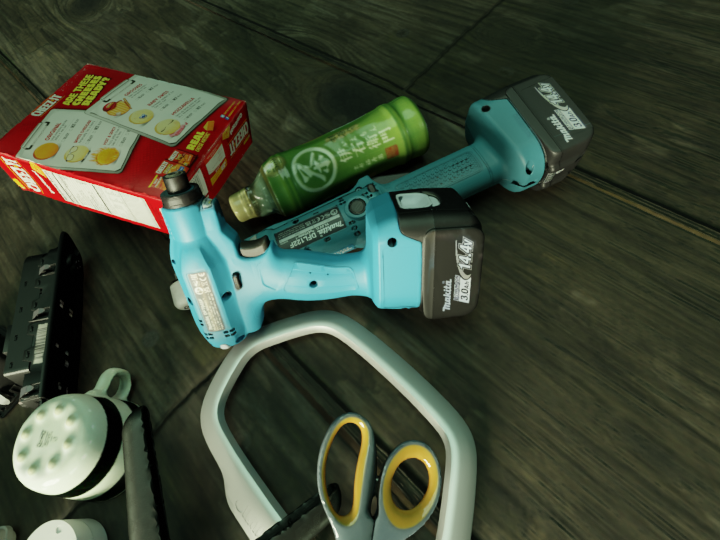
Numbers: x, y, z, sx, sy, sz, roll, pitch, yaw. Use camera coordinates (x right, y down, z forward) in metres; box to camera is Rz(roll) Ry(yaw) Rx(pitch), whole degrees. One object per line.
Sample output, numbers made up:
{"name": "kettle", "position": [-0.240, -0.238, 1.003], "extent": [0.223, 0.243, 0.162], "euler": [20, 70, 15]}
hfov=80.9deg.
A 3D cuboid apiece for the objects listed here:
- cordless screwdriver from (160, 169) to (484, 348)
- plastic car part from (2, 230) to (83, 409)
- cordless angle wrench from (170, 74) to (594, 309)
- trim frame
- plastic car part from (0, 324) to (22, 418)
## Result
{"name": "cordless screwdriver", "position": [-0.034, -0.022, 0.350], "extent": [0.251, 0.154, 0.076], "euler": [-8, 29, 5]}
{"name": "plastic car part", "position": [-0.328, 0.052, 0.444], "extent": [0.067, 0.064, 0.211], "euler": [-13, 57, -4]}
{"name": "cordless angle wrench", "position": [0.001, -0.055, 0.423], "extent": [0.424, 0.071, 0.101], "euler": [-24, 69, 4]}
{"name": "trim frame", "position": [-0.027, 0.139, 0.344], "extent": [0.261, 0.026, 0.183], "euler": [38, 74, 27]}
{"name": "plastic car part", "position": [-0.403, 0.090, 0.444], "extent": [0.121, 0.068, 0.066], "euler": [25, 68, 21]}
